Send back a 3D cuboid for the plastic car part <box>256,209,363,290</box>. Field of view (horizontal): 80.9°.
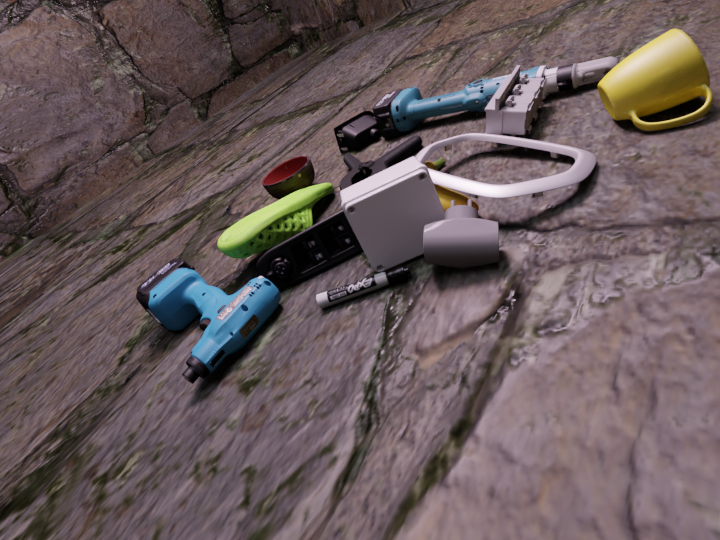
[{"bbox_3d":[-0.061,-0.040,0.619,0.203,0.064,0.069,-29,21,1],"label":"plastic car part"}]

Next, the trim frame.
[{"bbox_3d":[0.180,-0.148,0.578,0.181,0.026,0.263,-31,35,-22],"label":"trim frame"}]

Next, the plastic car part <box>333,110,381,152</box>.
[{"bbox_3d":[0.009,-0.310,0.949,0.115,0.063,0.075,-34,46,-13],"label":"plastic car part"}]

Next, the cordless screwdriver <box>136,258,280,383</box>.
[{"bbox_3d":[-0.245,0.064,0.614,0.262,0.071,0.158,9,48,40],"label":"cordless screwdriver"}]

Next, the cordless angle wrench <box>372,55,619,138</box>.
[{"bbox_3d":[0.223,-0.326,0.787,0.444,0.071,0.097,4,44,39],"label":"cordless angle wrench"}]
